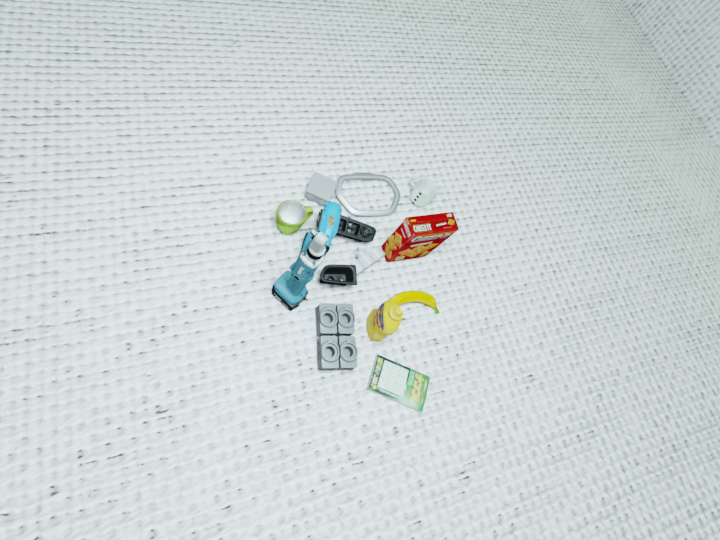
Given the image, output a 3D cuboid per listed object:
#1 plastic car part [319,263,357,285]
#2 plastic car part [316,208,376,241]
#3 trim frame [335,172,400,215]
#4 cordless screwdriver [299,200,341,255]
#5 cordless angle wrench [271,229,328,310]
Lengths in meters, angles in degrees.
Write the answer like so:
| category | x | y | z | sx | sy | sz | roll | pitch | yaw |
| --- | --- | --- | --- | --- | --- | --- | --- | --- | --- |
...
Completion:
| category | x | y | z | sx | sy | sz | roll | pitch | yaw |
| --- | --- | --- | --- | --- | --- | --- | --- | --- | --- |
| plastic car part | -0.076 | 0.020 | 1.307 | 0.114 | 0.071 | 0.067 | 3 | 68 | -16 |
| plastic car part | -0.049 | -0.135 | 1.387 | 0.200 | 0.067 | 0.067 | 15 | 64 | -9 |
| trim frame | 0.028 | -0.273 | 1.492 | 0.242 | 0.027 | 0.189 | -5 | 68 | -17 |
| cordless screwdriver | -0.121 | -0.079 | 1.239 | 0.073 | 0.249 | 0.162 | 17 | 64 | -13 |
| cordless angle wrench | -0.150 | 0.001 | 1.097 | 0.098 | 0.424 | 0.074 | 44 | 62 | 0 |
